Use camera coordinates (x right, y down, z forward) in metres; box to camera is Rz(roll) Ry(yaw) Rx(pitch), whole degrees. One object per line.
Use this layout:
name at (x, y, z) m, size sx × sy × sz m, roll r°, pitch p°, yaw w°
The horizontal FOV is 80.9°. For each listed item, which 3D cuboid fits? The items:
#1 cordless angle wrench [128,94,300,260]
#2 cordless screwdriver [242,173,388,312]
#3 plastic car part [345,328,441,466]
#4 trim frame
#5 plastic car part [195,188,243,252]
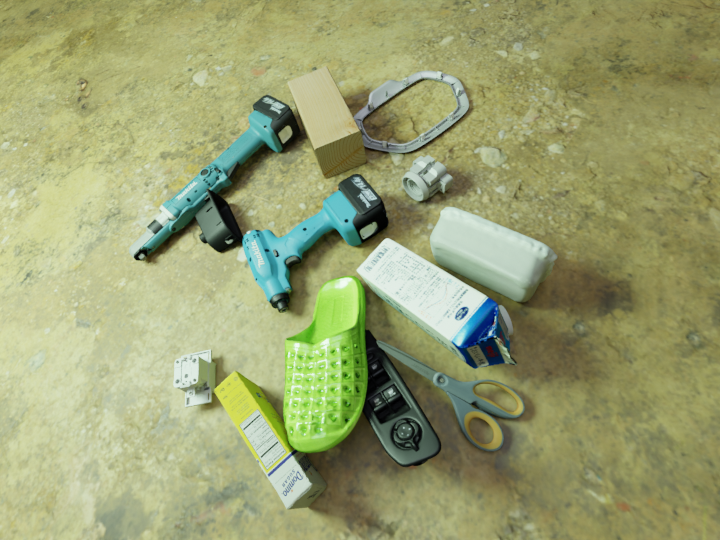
cordless angle wrench at (-0.298, -0.181, 0.849) m, size 0.103 × 0.071 × 0.421 m, roll 36°, pitch 77°, yaw 27°
cordless screwdriver at (-0.070, -0.046, 0.713) m, size 0.249 × 0.071 × 0.166 m, roll -29°, pitch 59°, yaw 1°
plastic car part at (0.031, 0.171, 0.553) m, size 0.066 × 0.064 × 0.214 m, roll -25°, pitch 35°, yaw -11°
trim frame at (0.098, -0.327, 0.855) m, size 0.247 × 0.026 × 0.194 m, roll -38°, pitch 58°, yaw -7°
plastic car part at (-0.274, -0.084, 0.796) m, size 0.071 × 0.063 × 0.122 m, roll -34°, pitch 61°, yaw 10°
